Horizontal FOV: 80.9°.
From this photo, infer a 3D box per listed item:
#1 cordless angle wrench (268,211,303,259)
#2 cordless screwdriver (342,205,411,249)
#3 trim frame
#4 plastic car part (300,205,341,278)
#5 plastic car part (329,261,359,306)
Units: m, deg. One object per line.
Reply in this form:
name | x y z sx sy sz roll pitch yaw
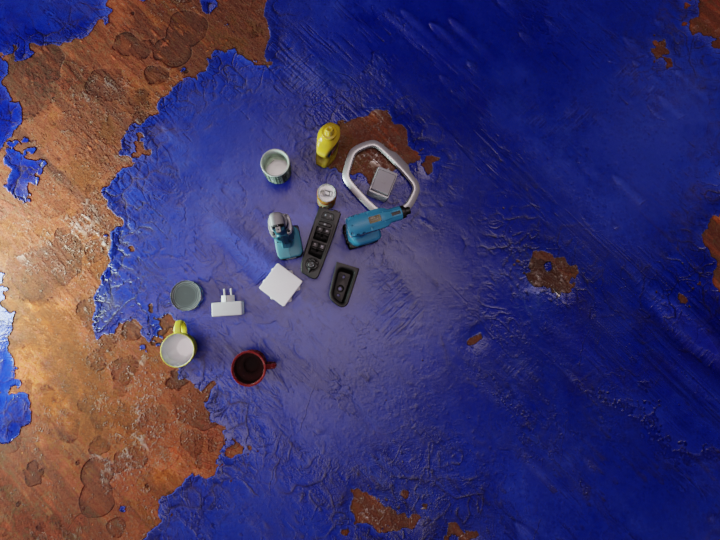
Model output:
cordless angle wrench | -0.186 -0.090 1.025 0.074 0.423 0.098 -11 88 -6
cordless screwdriver | 0.033 -0.118 1.117 0.158 0.248 0.075 -16 88 -6
trim frame | 0.060 -0.271 1.246 0.184 0.027 0.251 -44 86 -5
plastic car part | -0.117 -0.077 1.202 0.066 0.067 0.203 18 83 -2
plastic car part | -0.053 0.042 1.186 0.066 0.071 0.117 16 84 -2
